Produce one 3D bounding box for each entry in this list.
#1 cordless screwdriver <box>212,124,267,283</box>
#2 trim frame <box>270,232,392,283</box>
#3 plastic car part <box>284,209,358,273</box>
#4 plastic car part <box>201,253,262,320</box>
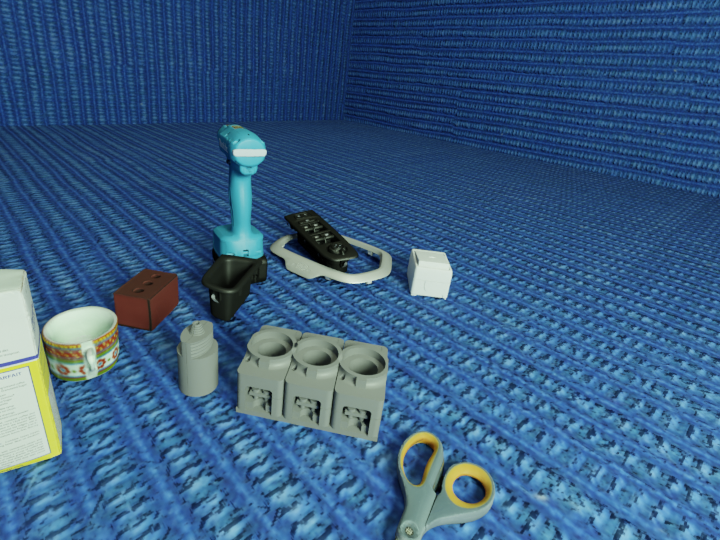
[{"bbox_3d":[-0.203,-0.109,0.688,0.072,0.244,0.168,-6,27,-28],"label":"cordless screwdriver"},{"bbox_3d":[-0.056,-0.029,0.800,0.262,0.027,0.178,23,30,32],"label":"trim frame"},{"bbox_3d":[-0.078,-0.051,0.798,0.064,0.066,0.215,-9,29,-30],"label":"plastic car part"},{"bbox_3d":[-0.187,0.030,0.603,0.066,0.069,0.118,7,25,1],"label":"plastic car part"}]
